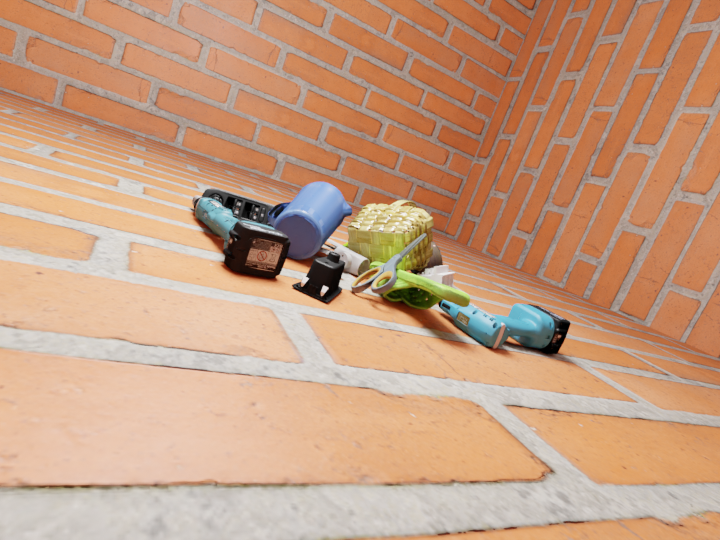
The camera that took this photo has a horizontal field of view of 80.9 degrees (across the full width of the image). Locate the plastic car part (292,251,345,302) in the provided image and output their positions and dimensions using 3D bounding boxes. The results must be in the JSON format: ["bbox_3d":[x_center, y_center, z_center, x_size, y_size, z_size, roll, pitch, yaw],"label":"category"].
[{"bbox_3d":[-0.057,0.004,0.720,0.068,0.070,0.114,24,15,11],"label":"plastic car part"}]

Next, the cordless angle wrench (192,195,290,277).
[{"bbox_3d":[-0.272,-0.096,0.835,0.093,0.074,0.447,12,11,-37],"label":"cordless angle wrench"}]

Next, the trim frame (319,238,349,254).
[{"bbox_3d":[-0.107,-0.070,1.092,0.263,0.027,0.175,27,14,37],"label":"trim frame"}]

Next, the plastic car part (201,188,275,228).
[{"bbox_3d":[-0.303,-0.155,1.066,0.196,0.066,0.069,16,2,-18],"label":"plastic car part"}]

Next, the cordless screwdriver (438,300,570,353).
[{"bbox_3d":[0.284,0.099,0.851,0.238,0.074,0.168,8,16,-31],"label":"cordless screwdriver"}]
